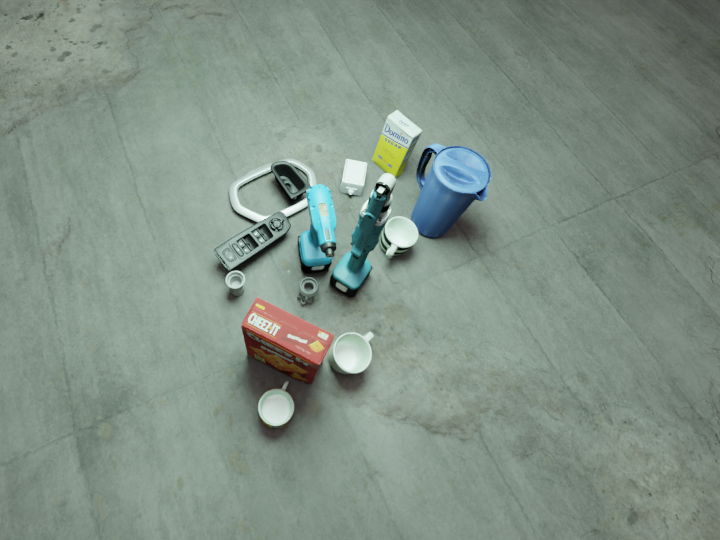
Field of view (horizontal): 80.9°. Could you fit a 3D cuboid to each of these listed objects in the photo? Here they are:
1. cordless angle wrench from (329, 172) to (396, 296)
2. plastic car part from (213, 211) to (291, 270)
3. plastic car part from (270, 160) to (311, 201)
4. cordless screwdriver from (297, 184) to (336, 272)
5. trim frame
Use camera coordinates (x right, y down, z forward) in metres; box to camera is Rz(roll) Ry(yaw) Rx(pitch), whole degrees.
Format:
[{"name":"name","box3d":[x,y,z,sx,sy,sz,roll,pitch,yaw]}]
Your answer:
[{"name":"cordless angle wrench","box3d":[0.009,-0.064,0.866,0.075,0.417,0.098,33,64,5]},{"name":"plastic car part","box3d":[-0.257,-0.070,1.040,0.200,0.066,0.068,-39,75,-22]},{"name":"plastic car part","box3d":[-0.190,-0.231,1.126,0.065,0.070,0.120,-32,72,-21]},{"name":"cordless screwdriver","box3d":[-0.093,-0.061,0.951,0.073,0.245,0.164,-6,66,-13]},{"name":"trim frame","box3d":[-0.231,-0.219,1.140,0.244,0.027,0.190,-31,70,-19]}]
